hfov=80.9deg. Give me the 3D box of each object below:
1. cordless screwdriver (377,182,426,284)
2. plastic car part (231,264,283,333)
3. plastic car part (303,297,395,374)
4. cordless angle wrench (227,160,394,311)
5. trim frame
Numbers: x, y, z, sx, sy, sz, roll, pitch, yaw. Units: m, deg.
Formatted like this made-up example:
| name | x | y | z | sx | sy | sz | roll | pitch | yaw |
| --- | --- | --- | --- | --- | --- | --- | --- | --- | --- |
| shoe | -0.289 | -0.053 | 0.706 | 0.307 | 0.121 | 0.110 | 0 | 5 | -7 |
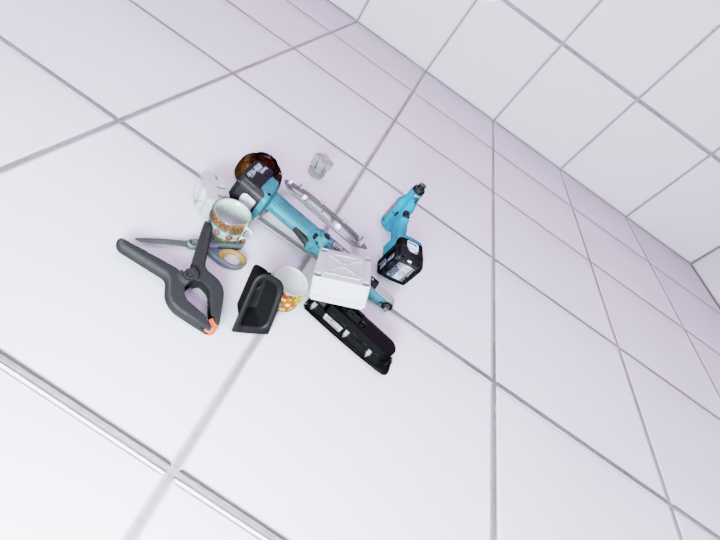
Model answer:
| name | x | y | z | sx | sy | sz | roll | pitch | yaw |
| --- | --- | --- | --- | --- | --- | --- | --- | --- | --- |
| cordless screwdriver | 0.110 | -0.097 | 1.029 | 0.072 | 0.160 | 0.255 | 26 | 41 | -19 |
| plastic car part | -0.175 | 0.041 | 0.712 | 0.063 | 0.116 | 0.075 | 11 | 22 | -33 |
| plastic car part | -0.009 | 0.108 | 0.806 | 0.205 | 0.067 | 0.065 | 44 | 31 | 5 |
| cordless angle wrench | -0.088 | -0.057 | 0.895 | 0.417 | 0.075 | 0.098 | 40 | 37 | -8 |
| trim frame | -0.078 | -0.133 | 0.975 | 0.252 | 0.027 | 0.181 | 43 | 13 | 5 |
